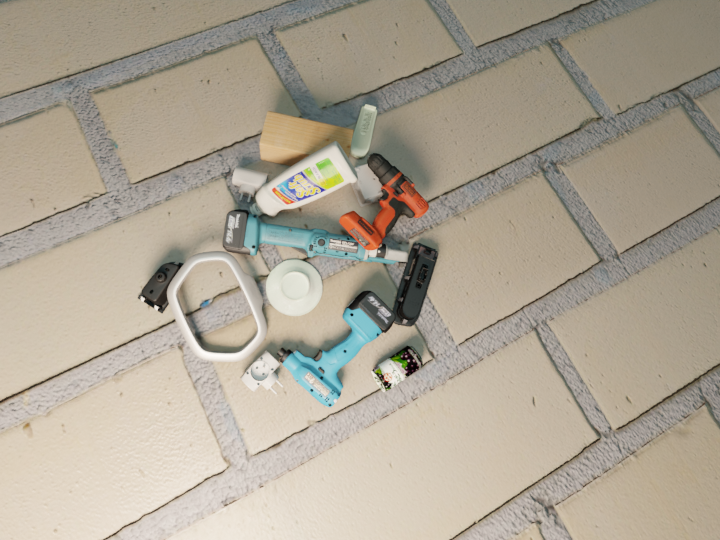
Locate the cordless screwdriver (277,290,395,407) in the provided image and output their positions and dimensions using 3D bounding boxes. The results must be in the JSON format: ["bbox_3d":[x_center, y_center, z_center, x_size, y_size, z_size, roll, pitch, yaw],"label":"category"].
[{"bbox_3d":[-0.051,0.147,0.914,0.161,0.074,0.248,39,79,4],"label":"cordless screwdriver"}]

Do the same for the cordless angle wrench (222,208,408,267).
[{"bbox_3d":[-0.094,-0.062,0.964,0.417,0.075,0.098,8,89,-7],"label":"cordless angle wrench"}]

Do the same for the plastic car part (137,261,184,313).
[{"bbox_3d":[-0.427,0.025,0.910,0.066,0.071,0.116,31,78,-1],"label":"plastic car part"}]

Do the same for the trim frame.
[{"bbox_3d":[-0.304,0.078,0.910,0.182,0.028,0.249,-26,89,-10],"label":"trim frame"}]

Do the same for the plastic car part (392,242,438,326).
[{"bbox_3d":[0.131,0.033,0.968,0.065,0.068,0.204,23,77,-10],"label":"plastic car part"}]
